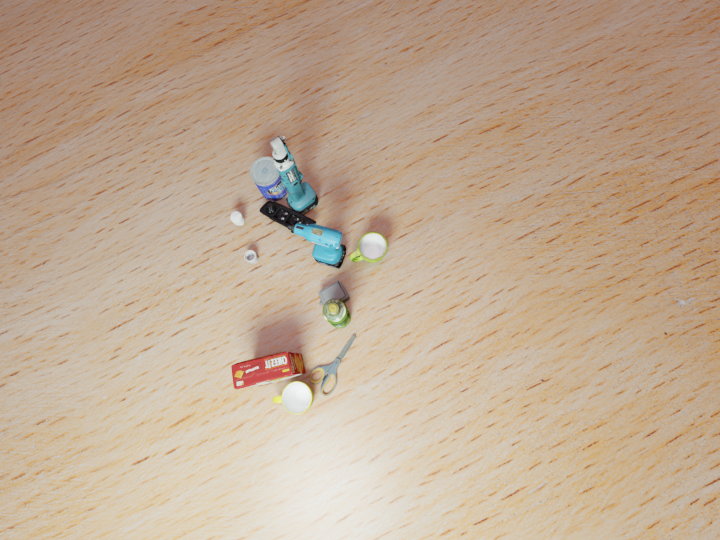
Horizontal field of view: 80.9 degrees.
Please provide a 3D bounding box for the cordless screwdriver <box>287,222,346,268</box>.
[{"bbox_3d":[-0.126,-0.082,1.289,0.162,0.242,0.075,17,78,8],"label":"cordless screwdriver"}]

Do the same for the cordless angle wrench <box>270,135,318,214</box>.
[{"bbox_3d":[-0.207,-0.280,1.269,0.097,0.412,0.076,-35,77,-5],"label":"cordless angle wrench"}]

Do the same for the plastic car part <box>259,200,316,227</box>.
[{"bbox_3d":[-0.244,-0.173,1.425,0.209,0.065,0.066,28,80,14],"label":"plastic car part"}]
